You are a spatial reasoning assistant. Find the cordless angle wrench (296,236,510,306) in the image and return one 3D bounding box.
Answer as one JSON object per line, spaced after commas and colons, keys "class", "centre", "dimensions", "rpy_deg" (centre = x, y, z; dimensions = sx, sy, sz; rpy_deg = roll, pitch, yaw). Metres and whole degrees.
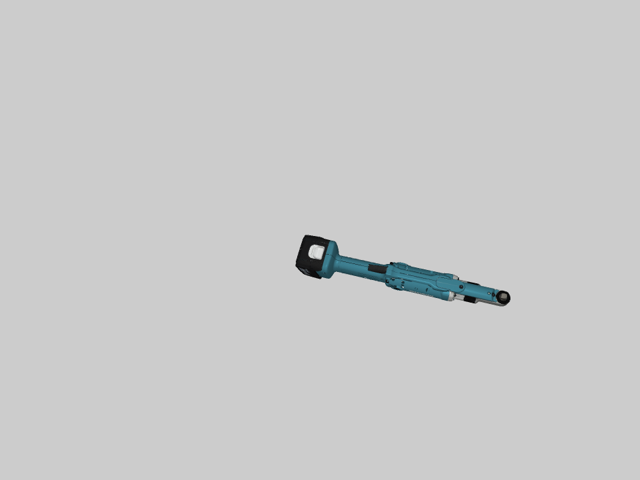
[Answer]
{"class": "cordless angle wrench", "centre": [0.160, 0.074, 0.867], "dimensions": [0.423, 0.074, 0.098], "rpy_deg": [12, -16, 17]}
